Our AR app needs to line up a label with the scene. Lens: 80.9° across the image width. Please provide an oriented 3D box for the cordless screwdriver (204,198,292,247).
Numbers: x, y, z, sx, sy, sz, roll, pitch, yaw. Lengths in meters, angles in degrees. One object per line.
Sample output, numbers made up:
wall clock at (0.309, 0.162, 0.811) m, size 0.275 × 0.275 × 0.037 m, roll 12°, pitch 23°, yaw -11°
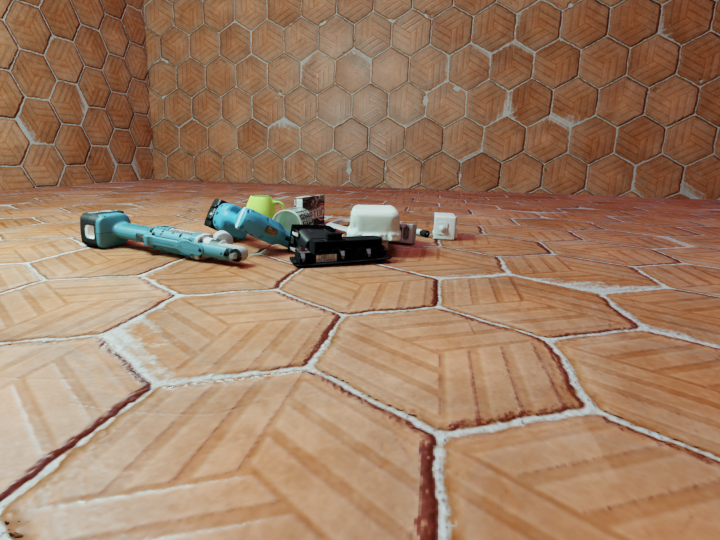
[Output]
cordless screwdriver at (-0.257, -0.103, 0.992) m, size 0.150 × 0.074 × 0.262 m, roll 26°, pitch -6°, yaw -39°

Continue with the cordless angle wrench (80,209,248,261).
cordless angle wrench at (-0.413, -0.066, 0.888) m, size 0.440 × 0.073 × 0.095 m, roll 10°, pitch 16°, yaw 24°

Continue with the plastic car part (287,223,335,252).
plastic car part at (-0.089, -0.058, 0.910) m, size 0.112 × 0.065 × 0.075 m, roll -2°, pitch 29°, yaw -26°

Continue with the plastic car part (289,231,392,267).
plastic car part at (-0.037, -0.043, 0.845) m, size 0.198 × 0.067 × 0.068 m, roll 0°, pitch 6°, yaw -15°

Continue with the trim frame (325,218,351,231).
trim frame at (0.012, -0.122, 1.203) m, size 0.177 × 0.027 × 0.262 m, roll -10°, pitch 17°, yaw -34°
